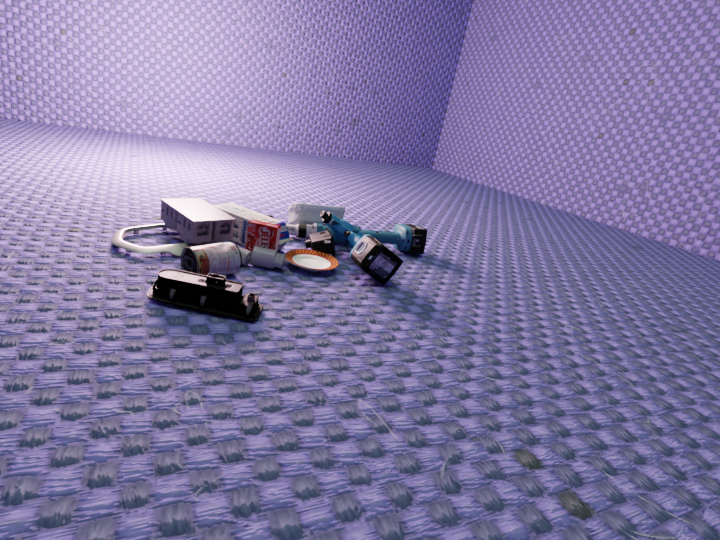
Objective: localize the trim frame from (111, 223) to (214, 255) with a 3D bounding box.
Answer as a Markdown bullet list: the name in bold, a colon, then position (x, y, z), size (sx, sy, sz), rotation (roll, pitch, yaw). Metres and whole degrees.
- **trim frame**: position (-0.455, -0.075, 0.995), size (0.194, 0.027, 0.239), rotation (22, 22, 32)

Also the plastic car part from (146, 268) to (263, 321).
- **plastic car part**: position (-0.272, 0.038, 0.735), size (0.204, 0.066, 0.067), rotation (8, 26, 2)

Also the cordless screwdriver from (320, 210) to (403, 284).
- **cordless screwdriver**: position (-0.010, -0.069, 1.033), size (0.152, 0.074, 0.260), rotation (36, 5, -28)

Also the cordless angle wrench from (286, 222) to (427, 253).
- **cordless angle wrench**: position (-0.026, -0.103, 1.204), size (0.417, 0.073, 0.100), rotation (3, 14, -9)

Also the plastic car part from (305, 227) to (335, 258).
- **plastic car part**: position (-0.108, -0.071, 1.104), size (0.070, 0.064, 0.121), rotation (-9, 21, -11)
